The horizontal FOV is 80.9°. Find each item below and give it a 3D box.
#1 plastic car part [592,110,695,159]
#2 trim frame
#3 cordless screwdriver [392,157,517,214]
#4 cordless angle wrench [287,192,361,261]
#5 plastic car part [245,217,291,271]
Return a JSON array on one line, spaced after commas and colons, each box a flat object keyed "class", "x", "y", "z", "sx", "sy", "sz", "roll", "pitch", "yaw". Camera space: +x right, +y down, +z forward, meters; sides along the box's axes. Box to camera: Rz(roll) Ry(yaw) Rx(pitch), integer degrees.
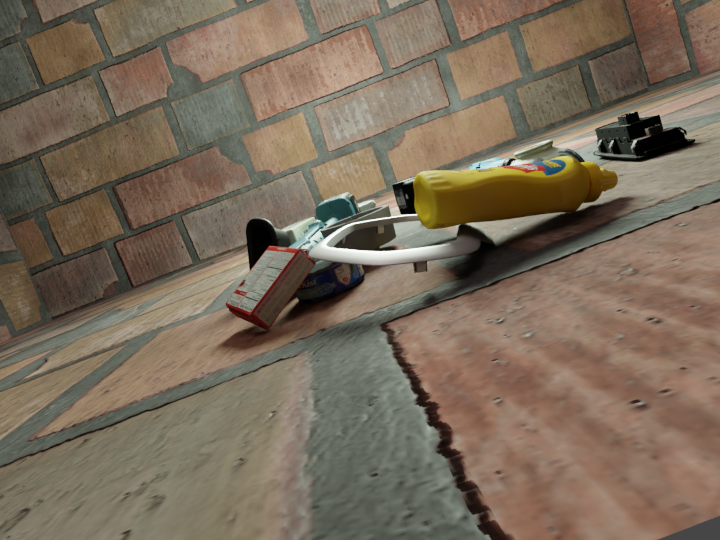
[{"class": "plastic car part", "x": 0.398, "y": -0.200, "z": 0.632, "sx": 0.067, "sy": 0.067, "sz": 0.200, "roll": -26, "pitch": 6, "yaw": 17}, {"class": "trim frame", "x": 0.046, "y": -0.035, "z": 0.464, "sx": 0.189, "sy": 0.027, "sz": 0.246, "roll": -4, "pitch": 13, "yaw": 14}, {"class": "cordless screwdriver", "x": 0.207, "y": -0.193, "z": 0.923, "sx": 0.246, "sy": 0.073, "sz": 0.163, "roll": -19, "pitch": 9, "yaw": -11}, {"class": "cordless angle wrench", "x": -0.068, "y": -0.045, "z": 0.699, "sx": 0.076, "sy": 0.096, "sz": 0.422, "roll": -19, "pitch": 15, "yaw": 16}, {"class": "plastic car part", "x": -0.132, "y": -0.023, "z": 0.660, "sx": 0.068, "sy": 0.118, "sz": 0.067, "roll": -17, "pitch": -15, "yaw": 30}]
